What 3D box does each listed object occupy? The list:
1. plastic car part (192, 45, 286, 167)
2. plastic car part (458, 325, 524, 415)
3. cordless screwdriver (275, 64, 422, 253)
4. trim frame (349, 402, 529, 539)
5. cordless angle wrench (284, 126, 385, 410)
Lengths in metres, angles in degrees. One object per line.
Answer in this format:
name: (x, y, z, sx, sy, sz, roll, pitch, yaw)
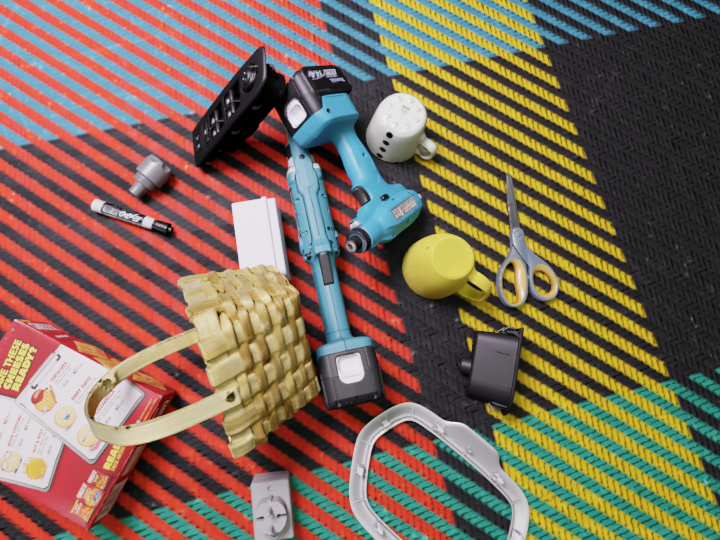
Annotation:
plastic car part: (-0.166, -0.212, 0.578, 0.064, 0.208, 0.068, 12, 62, -37)
plastic car part: (0.171, 0.127, 0.568, 0.073, 0.064, 0.117, 13, 81, 14)
cordless screwdriver: (-0.026, -0.146, 0.562, 0.156, 0.076, 0.248, -36, 92, -45)
trim frame: (0.100, 0.289, 0.544, 0.253, 0.027, 0.183, 39, 79, 8)
cordless angle wrench: (-0.057, -0.037, 0.584, 0.074, 0.097, 0.432, -11, 74, -8)
